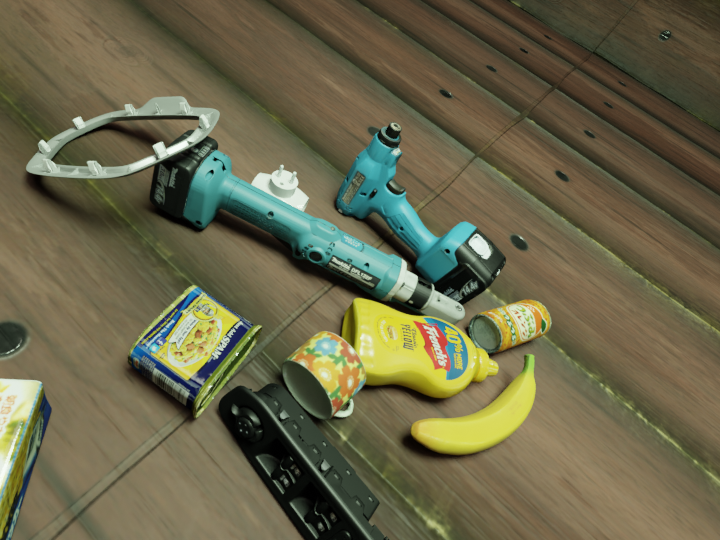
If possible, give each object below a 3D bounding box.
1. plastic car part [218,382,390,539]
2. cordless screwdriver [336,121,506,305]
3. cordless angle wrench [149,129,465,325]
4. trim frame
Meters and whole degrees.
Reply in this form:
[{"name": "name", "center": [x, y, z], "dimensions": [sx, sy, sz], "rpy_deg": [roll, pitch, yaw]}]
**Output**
[{"name": "plastic car part", "center": [-0.046, 0.177, 0.379], "dimensions": [0.208, 0.066, 0.065], "rpy_deg": [43, 38, 13]}, {"name": "cordless screwdriver", "center": [0.085, -0.075, 0.581], "dimensions": [0.255, 0.159, 0.073], "rpy_deg": [44, 48, 11]}, {"name": "cordless angle wrench", "center": [-0.053, -0.034, 0.537], "dimensions": [0.419, 0.098, 0.075], "rpy_deg": [27, 43, -5]}, {"name": "trim frame", "center": [-0.286, -0.163, 0.507], "dimensions": [0.259, 0.026, 0.184], "rpy_deg": [7, 44, 24]}]
